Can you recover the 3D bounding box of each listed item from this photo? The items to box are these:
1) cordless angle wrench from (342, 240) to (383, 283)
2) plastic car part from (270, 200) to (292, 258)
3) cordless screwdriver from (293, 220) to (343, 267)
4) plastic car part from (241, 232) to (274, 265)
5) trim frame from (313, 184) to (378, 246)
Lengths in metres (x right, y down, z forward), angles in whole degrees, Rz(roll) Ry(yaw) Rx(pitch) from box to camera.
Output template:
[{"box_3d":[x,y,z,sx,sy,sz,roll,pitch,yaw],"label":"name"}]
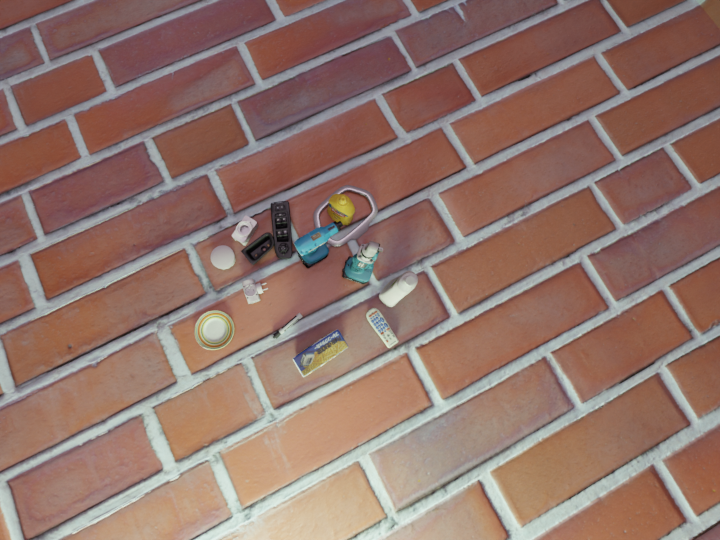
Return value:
[{"box_3d":[0.008,-0.029,1.276,0.098,0.420,0.075,20,79,-3],"label":"cordless angle wrench"},{"box_3d":[-0.273,-0.136,1.475,0.066,0.066,0.206,-6,78,-5],"label":"plastic car part"},{"box_3d":[-0.134,-0.088,1.375,0.158,0.247,0.075,-31,85,-9],"label":"cordless screwdriver"},{"box_3d":[-0.343,-0.074,1.458,0.116,0.070,0.067,-40,84,-9],"label":"plastic car part"},{"box_3d":[-0.054,-0.197,1.512,0.247,0.027,0.187,-42,81,-9],"label":"trim frame"}]
